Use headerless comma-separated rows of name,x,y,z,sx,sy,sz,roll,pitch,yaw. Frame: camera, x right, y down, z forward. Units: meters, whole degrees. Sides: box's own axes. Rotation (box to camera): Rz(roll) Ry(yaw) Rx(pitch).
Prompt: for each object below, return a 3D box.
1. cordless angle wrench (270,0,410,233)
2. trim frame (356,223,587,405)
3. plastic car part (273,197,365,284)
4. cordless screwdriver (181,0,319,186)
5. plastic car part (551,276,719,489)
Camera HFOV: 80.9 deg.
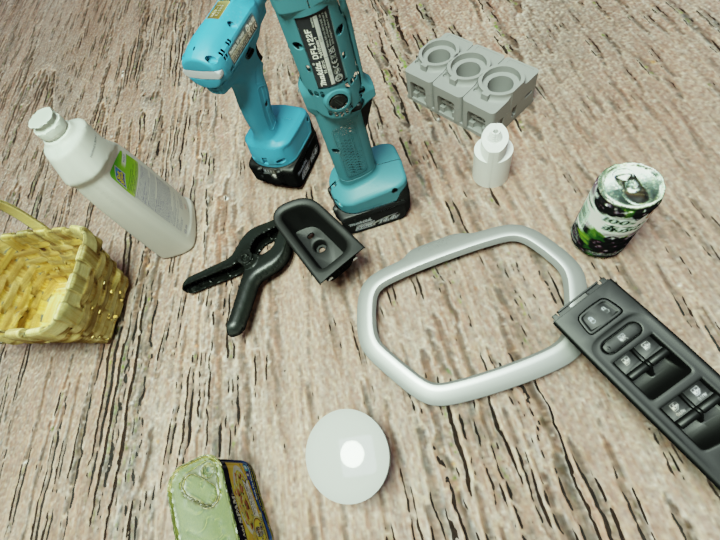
cordless angle wrench,-0.024,-0.172,0.389,0.099,0.405,0.077,-16,63,5
trim frame,0.116,0.038,0.460,0.250,0.026,0.192,-23,60,5
plastic car part,-0.051,-0.033,0.521,0.066,0.068,0.122,-39,61,-6
cordless screwdriver,-0.119,-0.229,0.542,0.077,0.238,0.160,13,69,18
plastic car part,0.262,0.106,0.361,0.066,0.064,0.213,-36,60,-4
